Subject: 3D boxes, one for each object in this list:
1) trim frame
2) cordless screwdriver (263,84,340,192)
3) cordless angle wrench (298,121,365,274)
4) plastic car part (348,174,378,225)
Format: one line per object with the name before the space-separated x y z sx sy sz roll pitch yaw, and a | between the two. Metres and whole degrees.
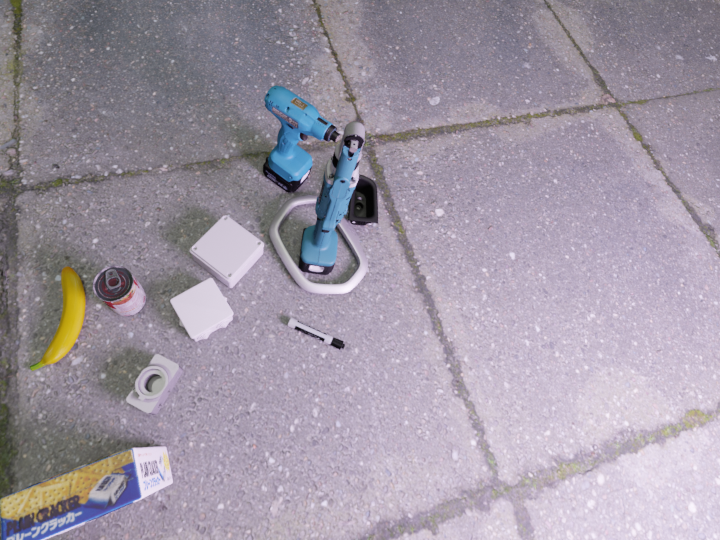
trim frame | -0.090 -0.059 0.921 0.181 0.027 0.256 -29 72 -19
cordless screwdriver | -0.128 -0.254 0.884 0.161 0.247 0.074 36 65 4
cordless angle wrench | -0.051 -0.109 0.733 0.073 0.420 0.100 9 67 -10
plastic car part | 0.001 -0.148 0.951 0.065 0.070 0.119 6 65 -9
